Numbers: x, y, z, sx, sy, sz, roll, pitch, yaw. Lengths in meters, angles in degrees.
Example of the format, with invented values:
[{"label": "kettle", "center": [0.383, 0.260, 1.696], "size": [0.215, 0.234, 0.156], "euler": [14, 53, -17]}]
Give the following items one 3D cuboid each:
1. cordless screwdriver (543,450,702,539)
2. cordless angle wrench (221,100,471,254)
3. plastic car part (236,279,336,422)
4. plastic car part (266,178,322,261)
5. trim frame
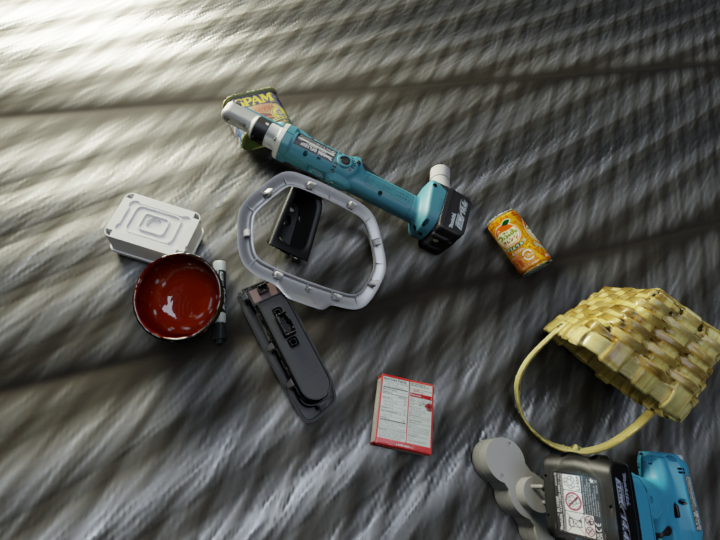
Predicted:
[{"label": "cordless screwdriver", "center": [0.319, 0.294, 0.486], "size": [0.237, 0.076, 0.162], "euler": [17, 64, -31]}, {"label": "cordless angle wrench", "center": [-0.031, -0.162, 0.682], "size": [0.421, 0.074, 0.099], "euler": [26, 59, -3]}, {"label": "plastic car part", "center": [-0.092, 0.095, 0.563], "size": [0.064, 0.067, 0.209], "euler": [-20, 70, -30]}, {"label": "plastic car part", "center": [-0.106, -0.074, 0.645], "size": [0.063, 0.073, 0.118], "euler": [27, 66, -30]}, {"label": "trim frame", "center": [-0.060, -0.039, 0.610], "size": [0.237, 0.028, 0.186], "euler": [23, 70, -27]}]
